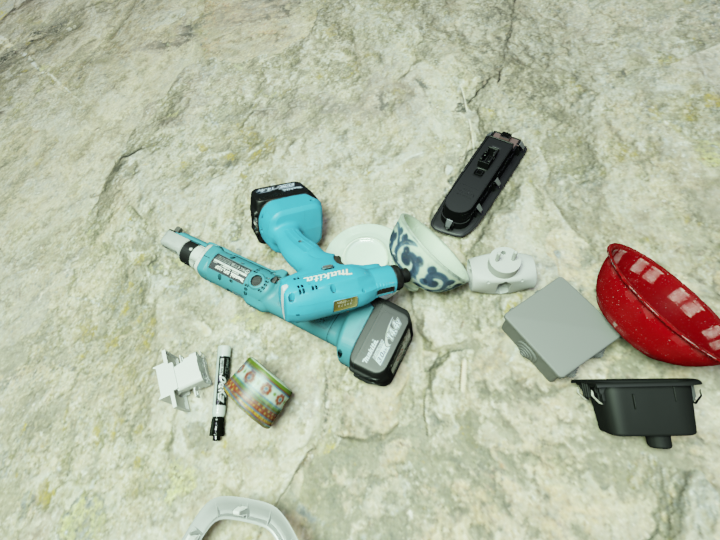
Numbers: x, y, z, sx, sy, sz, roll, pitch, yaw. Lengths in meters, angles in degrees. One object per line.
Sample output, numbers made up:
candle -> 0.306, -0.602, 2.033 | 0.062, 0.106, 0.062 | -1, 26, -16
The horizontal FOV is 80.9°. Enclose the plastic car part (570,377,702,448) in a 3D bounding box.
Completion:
plastic car part -> 0.303, 0.150, 0.449 | 0.118, 0.064, 0.072 | 0, 78, 8

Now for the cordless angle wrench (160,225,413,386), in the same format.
cordless angle wrench -> -0.137, 0.024, 0.605 | 0.442, 0.071, 0.098 | 22, 69, 24

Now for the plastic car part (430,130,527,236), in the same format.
plastic car part -> 0.178, -0.136, 0.624 | 0.068, 0.065, 0.202 | 31, 76, 16

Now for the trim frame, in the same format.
trim frame -> -0.140, 0.357, 0.420 | 0.194, 0.026, 0.248 | 25, 82, 33

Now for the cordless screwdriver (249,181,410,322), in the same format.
cordless screwdriver -> -0.056, -0.036, 0.570 | 0.155, 0.072, 0.262 | -13, 39, -19
